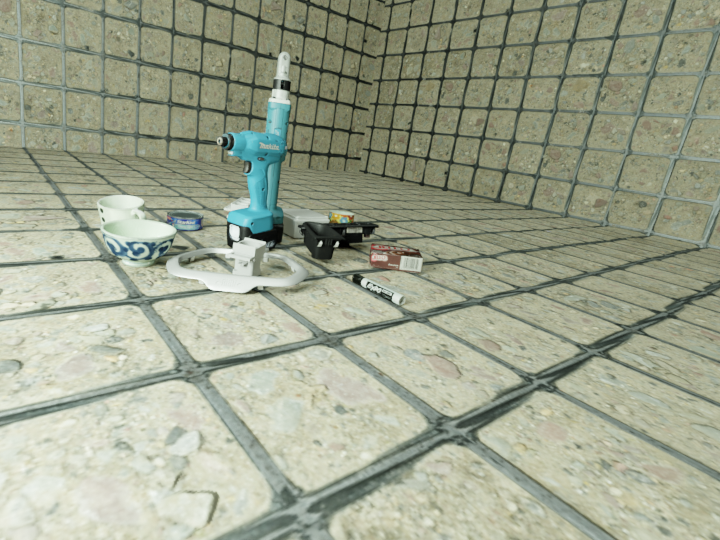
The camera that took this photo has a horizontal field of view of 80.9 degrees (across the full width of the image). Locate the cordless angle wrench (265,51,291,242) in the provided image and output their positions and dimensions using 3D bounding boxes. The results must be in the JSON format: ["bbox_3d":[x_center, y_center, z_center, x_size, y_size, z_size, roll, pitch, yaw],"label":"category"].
[{"bbox_3d":[-0.198,-0.278,0.977,0.073,0.418,0.101,5,15,-15],"label":"cordless angle wrench"}]

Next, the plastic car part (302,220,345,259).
[{"bbox_3d":[-0.088,-0.058,0.905,0.064,0.070,0.122,1,18,-24],"label":"plastic car part"}]

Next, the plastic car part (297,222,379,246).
[{"bbox_3d":[-0.059,-0.091,1.032,0.196,0.066,0.069,1,17,-23],"label":"plastic car part"}]

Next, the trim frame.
[{"bbox_3d":[-0.215,-0.004,0.747,0.247,0.027,0.188,7,17,-4],"label":"trim frame"}]

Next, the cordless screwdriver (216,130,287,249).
[{"bbox_3d":[-0.234,-0.160,0.871,0.078,0.246,0.153,19,18,33],"label":"cordless screwdriver"}]
